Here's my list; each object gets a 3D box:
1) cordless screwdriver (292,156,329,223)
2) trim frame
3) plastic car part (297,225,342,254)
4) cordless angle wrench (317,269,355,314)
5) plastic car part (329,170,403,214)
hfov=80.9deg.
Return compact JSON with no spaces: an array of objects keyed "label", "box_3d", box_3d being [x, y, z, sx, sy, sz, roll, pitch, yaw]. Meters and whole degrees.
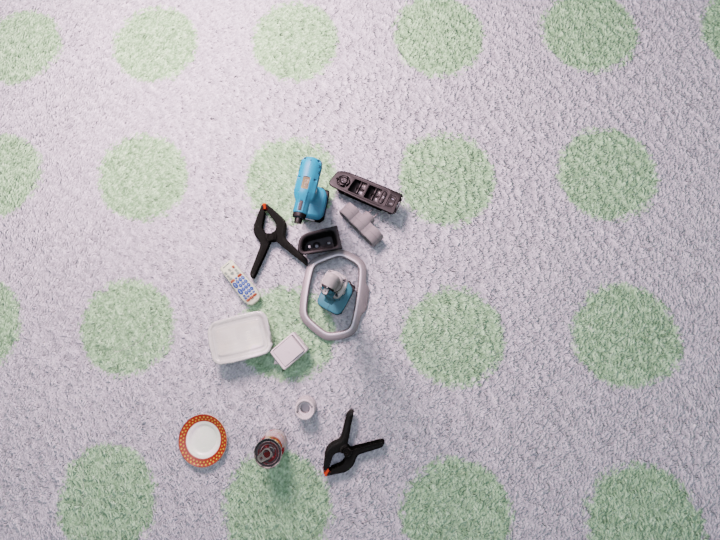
[{"label":"cordless screwdriver","box_3d":[-0.133,-0.174,1.088,0.075,0.246,0.160,12,82,0]},{"label":"trim frame","box_3d":[-0.069,0.065,1.150,0.186,0.027,0.250,7,80,5]},{"label":"plastic car part","box_3d":[-0.113,-0.074,1.157,0.117,0.070,0.067,-12,81,0]},{"label":"cordless angle wrench","box_3d":[-0.059,0.042,0.955,0.075,0.418,0.098,28,83,2]},{"label":"plastic car part","box_3d":[0.012,-0.217,1.178,0.206,0.066,0.066,26,82,7]}]
